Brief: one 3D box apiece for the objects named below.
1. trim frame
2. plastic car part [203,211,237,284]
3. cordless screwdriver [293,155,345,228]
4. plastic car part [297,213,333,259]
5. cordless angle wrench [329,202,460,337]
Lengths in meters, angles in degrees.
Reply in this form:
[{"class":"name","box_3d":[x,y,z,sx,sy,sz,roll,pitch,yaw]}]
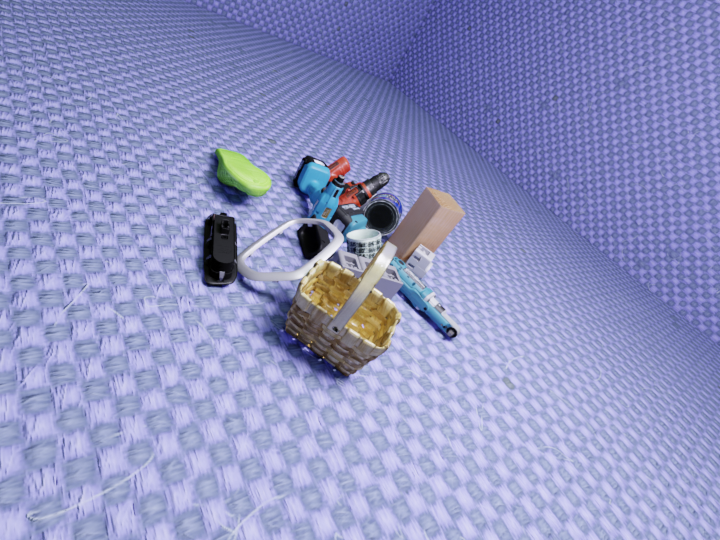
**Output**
[{"class":"trim frame","box_3d":[-0.144,-0.046,0.866,0.193,0.026,0.245,17,42,27]},{"class":"plastic car part","box_3d":[-0.266,-0.053,0.821,0.063,0.067,0.212,14,38,-27]},{"class":"cordless screwdriver","box_3d":[-0.107,-0.229,1.119,0.071,0.159,0.260,16,32,-28]},{"class":"plastic car part","box_3d":[-0.097,-0.063,0.992,0.067,0.066,0.122,26,31,-40]},{"class":"cordless angle wrench","box_3d":[0.083,-0.002,1.045,0.439,0.074,0.094,47,33,20]}]
